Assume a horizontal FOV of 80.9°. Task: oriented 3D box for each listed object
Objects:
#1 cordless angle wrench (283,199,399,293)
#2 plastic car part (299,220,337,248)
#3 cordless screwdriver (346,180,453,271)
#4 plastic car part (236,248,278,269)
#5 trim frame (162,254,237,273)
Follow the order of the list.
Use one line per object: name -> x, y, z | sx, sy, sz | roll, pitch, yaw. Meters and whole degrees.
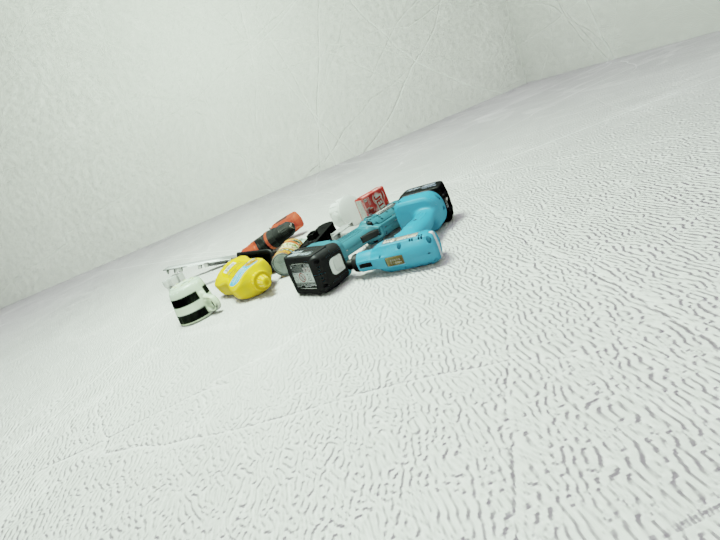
cordless angle wrench -> 0.027, -0.084, 0.858 | 0.102, 0.073, 0.413 | -4, 24, 45
plastic car part -> -0.092, -0.060, 0.945 | 0.068, 0.066, 0.202 | -23, 14, 24
cordless screwdriver -> 0.079, -0.074, 0.766 | 0.165, 0.072, 0.248 | -13, 25, 28
plastic car part -> -0.228, -0.023, 1.008 | 0.121, 0.065, 0.069 | -8, 8, 31
trim frame -> -0.435, -0.018, 1.189 | 0.251, 0.027, 0.183 | -11, 4, 6
